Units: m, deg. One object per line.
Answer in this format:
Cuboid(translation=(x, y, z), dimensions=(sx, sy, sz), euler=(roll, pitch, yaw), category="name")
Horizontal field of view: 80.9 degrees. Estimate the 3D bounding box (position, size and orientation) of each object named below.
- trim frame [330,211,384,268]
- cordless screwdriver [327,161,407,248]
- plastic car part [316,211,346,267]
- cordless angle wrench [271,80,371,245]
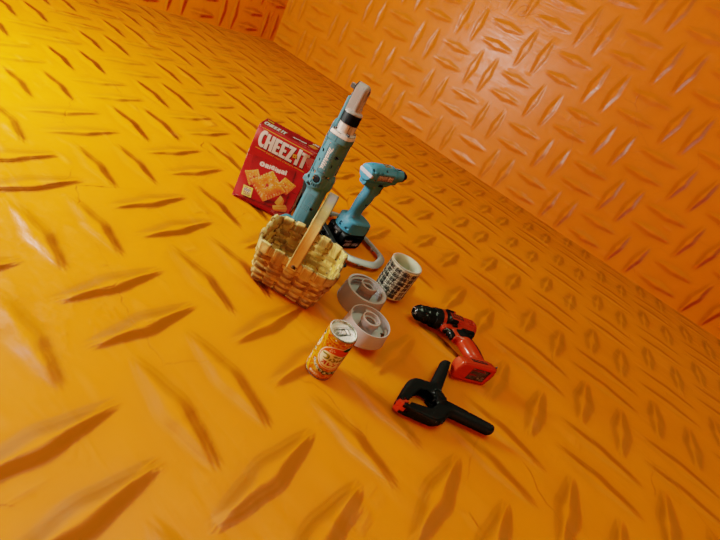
Cuboid(translation=(-0.035, -0.089, 1.183), dimensions=(0.176, 0.027, 0.260), euler=(-9, 47, -47), category="trim frame")
Cuboid(translation=(0.020, -0.175, 1.139), dimensions=(0.152, 0.248, 0.078), euler=(-3, 45, -45), category="cordless screwdriver")
Cuboid(translation=(-0.103, -0.067, 1.053), dimensions=(0.063, 0.067, 0.214), euler=(5, 38, -38), category="plastic car part")
Cuboid(translation=(-0.086, -0.203, 0.918), dimensions=(0.100, 0.422, 0.073), euler=(37, 30, 9), category="cordless angle wrench")
